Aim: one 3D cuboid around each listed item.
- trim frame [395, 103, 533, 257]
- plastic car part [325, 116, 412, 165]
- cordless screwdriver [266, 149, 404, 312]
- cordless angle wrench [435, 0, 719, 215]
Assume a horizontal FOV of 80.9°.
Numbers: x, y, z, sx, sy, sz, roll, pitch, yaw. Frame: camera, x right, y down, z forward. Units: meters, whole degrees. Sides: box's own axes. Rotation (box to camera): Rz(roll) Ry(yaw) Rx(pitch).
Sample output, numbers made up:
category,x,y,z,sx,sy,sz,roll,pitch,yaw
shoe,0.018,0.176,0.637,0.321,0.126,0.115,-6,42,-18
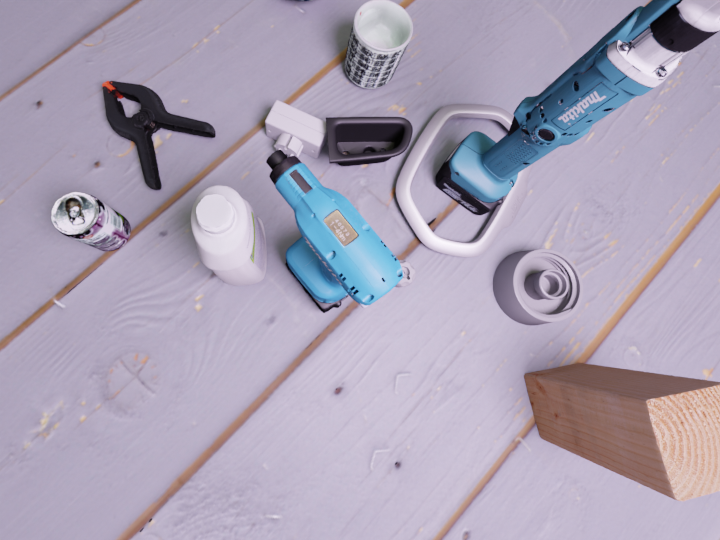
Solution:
category,x,y,z,sx,sy,sz,roll,pitch,yaw
trim frame,0.158,-0.137,0.623,0.184,0.027,0.249,29,78,1
plastic car part,0.008,-0.174,0.595,0.115,0.071,0.067,-3,82,-7
cordless screwdriver,-0.046,-0.030,0.473,0.074,0.249,0.160,-38,89,-12
cordless angle wrench,0.198,-0.157,0.429,0.098,0.424,0.074,38,78,-3
